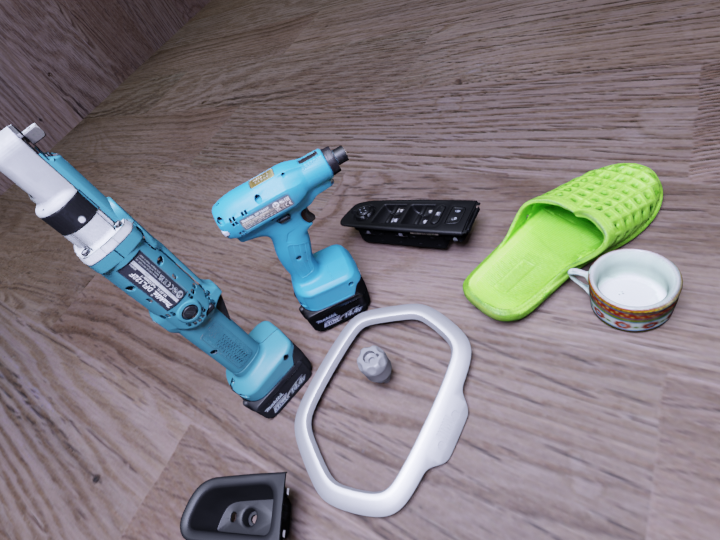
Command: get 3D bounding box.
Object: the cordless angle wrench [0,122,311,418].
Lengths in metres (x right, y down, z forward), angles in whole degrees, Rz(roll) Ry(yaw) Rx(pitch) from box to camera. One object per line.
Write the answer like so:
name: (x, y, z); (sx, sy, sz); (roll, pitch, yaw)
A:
cordless angle wrench: (-0.183, 0.030, 0.435); (0.097, 0.401, 0.079); (-46, 47, -15)

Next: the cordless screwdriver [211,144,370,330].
cordless screwdriver: (-0.052, -0.034, 0.531); (0.160, 0.236, 0.078); (-28, 45, 4)

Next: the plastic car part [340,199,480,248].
plastic car part: (0.067, -0.068, 0.615); (0.213, 0.063, 0.066); (10, 59, 34)

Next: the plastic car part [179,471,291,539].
plastic car part: (-0.121, 0.258, 0.448); (0.119, 0.067, 0.068); (-13, 49, 19)

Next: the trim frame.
trim frame: (0.025, 0.145, 0.490); (0.194, 0.026, 0.248); (15, 62, 36)
